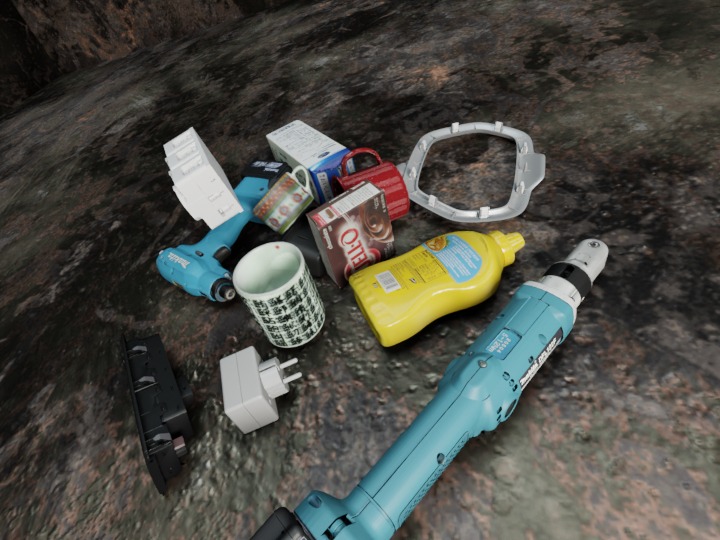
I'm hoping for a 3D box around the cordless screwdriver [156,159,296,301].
[{"bbox_3d":[-0.178,-0.062,0.643,0.168,0.071,0.247,18,59,36],"label":"cordless screwdriver"}]

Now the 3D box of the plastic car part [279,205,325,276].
[{"bbox_3d":[-0.057,-0.037,0.578,0.074,0.064,0.116,21,51,19],"label":"plastic car part"}]

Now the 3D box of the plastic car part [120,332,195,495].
[{"bbox_3d":[-0.225,0.131,0.466,0.066,0.064,0.215,-29,41,-24],"label":"plastic car part"}]

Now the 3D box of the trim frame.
[{"bbox_3d":[0.162,-0.153,0.608,0.190,0.026,0.250,10,48,18],"label":"trim frame"}]

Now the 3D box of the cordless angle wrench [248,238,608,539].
[{"bbox_3d":[0.096,0.098,0.345,0.417,0.094,0.079,-40,48,-24],"label":"cordless angle wrench"}]
